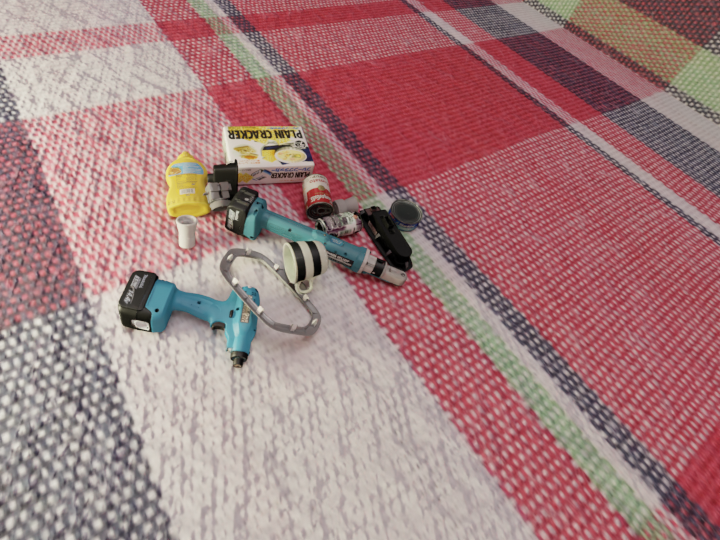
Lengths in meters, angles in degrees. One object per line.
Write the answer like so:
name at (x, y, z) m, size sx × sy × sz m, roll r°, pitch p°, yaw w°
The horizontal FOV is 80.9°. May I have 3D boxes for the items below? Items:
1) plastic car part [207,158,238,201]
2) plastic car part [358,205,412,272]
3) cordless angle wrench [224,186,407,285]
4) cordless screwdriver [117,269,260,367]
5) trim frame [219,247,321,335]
plastic car part at (-0.321, -0.211, 0.988) m, size 0.069 × 0.114 × 0.069 m, roll -6°, pitch 57°, yaw -17°
plastic car part at (0.069, -0.086, 1.024) m, size 0.064 × 0.067 × 0.211 m, roll -10°, pitch 58°, yaw -31°
cordless angle wrench at (-0.093, -0.061, 0.948) m, size 0.423 × 0.097 × 0.075 m, roll 23°, pitch 48°, yaw 0°
cordless screwdriver at (-0.317, 0.091, 0.788) m, size 0.244 × 0.073 × 0.164 m, roll 9°, pitch 52°, yaw -12°
trim frame at (-0.178, 0.036, 0.848) m, size 0.257 × 0.027 × 0.178 m, roll 42°, pitch 23°, yaw 18°
